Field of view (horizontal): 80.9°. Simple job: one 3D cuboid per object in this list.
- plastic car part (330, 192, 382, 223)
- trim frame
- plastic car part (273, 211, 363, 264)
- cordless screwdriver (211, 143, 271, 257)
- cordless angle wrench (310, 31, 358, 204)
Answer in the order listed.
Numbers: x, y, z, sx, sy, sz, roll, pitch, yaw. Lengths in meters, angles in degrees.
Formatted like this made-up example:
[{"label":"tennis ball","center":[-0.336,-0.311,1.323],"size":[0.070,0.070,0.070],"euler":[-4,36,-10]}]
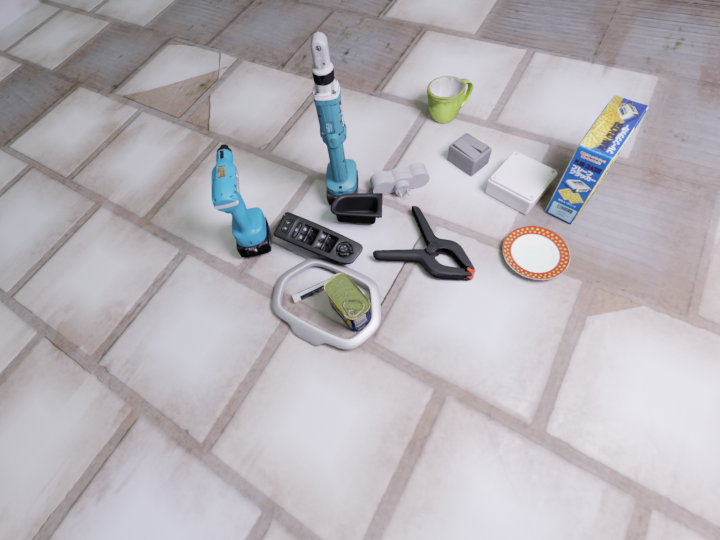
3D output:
[{"label":"plastic car part","center":[-0.007,-0.136,0.980],"size":[0.118,0.068,0.067],"euler":[1,61,9]},{"label":"trim frame","center":[-0.073,0.066,0.900],"size":[0.258,0.026,0.184],"euler":[22,66,21]},{"label":"plastic car part","center":[-0.093,-0.061,0.955],"size":[0.211,0.064,0.066],"euler":[21,66,20]},{"label":"cordless screwdriver","center":[-0.264,-0.146,0.931],"size":[0.074,0.239,0.165],"euler":[-11,60,-1]},{"label":"cordless angle wrench","center":[-0.056,-0.291,0.881],"size":[0.075,0.407,0.100],"euler":[0,61,5]}]
